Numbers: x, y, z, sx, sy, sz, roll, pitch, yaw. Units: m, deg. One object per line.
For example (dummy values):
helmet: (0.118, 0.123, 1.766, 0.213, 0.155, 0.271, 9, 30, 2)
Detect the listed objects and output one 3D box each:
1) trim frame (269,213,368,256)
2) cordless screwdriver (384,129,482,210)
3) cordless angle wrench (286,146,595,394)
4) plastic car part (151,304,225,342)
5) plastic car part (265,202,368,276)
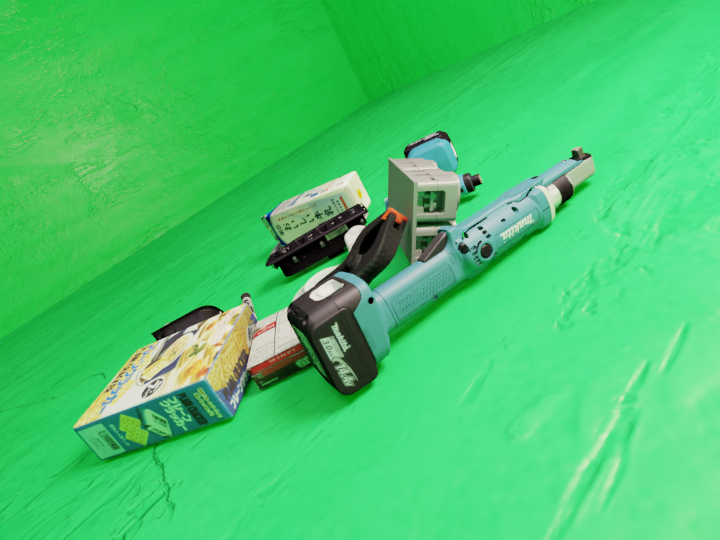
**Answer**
trim frame: (-0.089, -0.078, 0.895, 0.258, 0.026, 0.183, -12, 28, 33)
cordless screwdriver: (0.142, -0.183, 0.777, 0.164, 0.071, 0.250, -17, 29, 28)
cordless angle wrench: (0.120, -0.026, 0.474, 0.417, 0.095, 0.077, -32, 20, -17)
plastic car part: (-0.271, 0.111, 0.691, 0.115, 0.063, 0.075, -30, 36, -9)
plastic car part: (-0.074, -0.048, 0.757, 0.204, 0.064, 0.069, -25, 28, 3)
